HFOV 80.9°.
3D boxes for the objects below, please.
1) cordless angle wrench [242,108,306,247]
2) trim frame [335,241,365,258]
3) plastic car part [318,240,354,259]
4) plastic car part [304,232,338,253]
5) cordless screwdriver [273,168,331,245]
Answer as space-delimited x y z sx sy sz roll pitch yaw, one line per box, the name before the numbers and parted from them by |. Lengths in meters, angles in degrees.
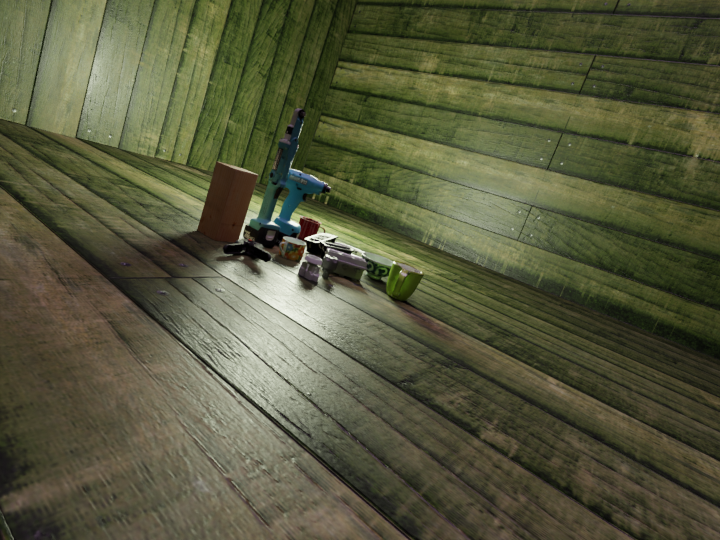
cordless angle wrench | -0.248 -0.280 1.276 0.070 0.421 0.104 9 14 -47
trim frame | -0.043 -0.071 1.627 0.175 0.027 0.263 7 16 -47
plastic car part | -0.079 -0.047 1.340 0.112 0.070 0.069 15 11 -22
plastic car part | -0.144 -0.094 1.471 0.068 0.067 0.198 22 11 12
cordless screwdriver | -0.204 -0.191 1.371 0.161 0.247 0.074 20 10 5
